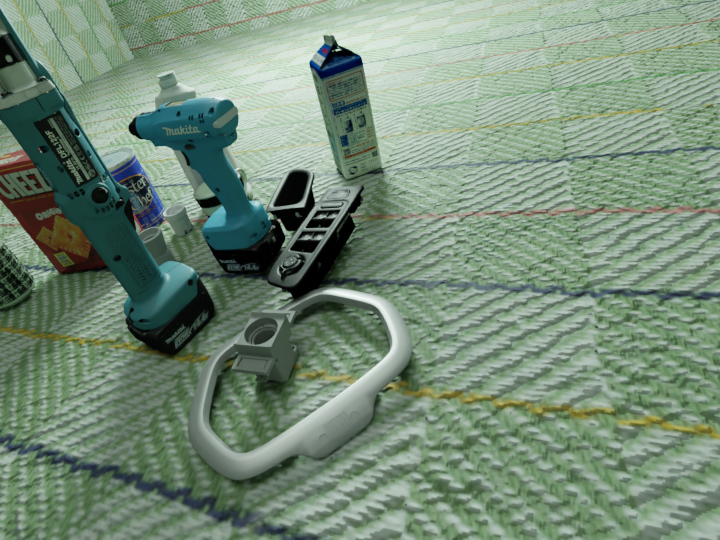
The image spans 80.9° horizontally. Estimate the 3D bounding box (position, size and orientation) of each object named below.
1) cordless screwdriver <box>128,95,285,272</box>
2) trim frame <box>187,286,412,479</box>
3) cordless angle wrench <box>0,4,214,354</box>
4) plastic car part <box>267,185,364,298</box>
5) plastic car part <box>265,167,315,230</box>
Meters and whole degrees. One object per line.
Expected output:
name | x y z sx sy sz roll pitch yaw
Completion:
cordless screwdriver | -0.208 -0.111 0.585 0.165 0.238 0.074 4 41 24
trim frame | -0.065 0.102 0.442 0.245 0.026 0.195 -32 40 -16
cordless angle wrench | -0.283 -0.081 0.444 0.078 0.405 0.097 14 45 33
plastic car part | -0.056 -0.037 0.576 0.069 0.064 0.202 7 44 28
plastic car part | -0.098 -0.106 0.672 0.068 0.068 0.119 -5 40 15
